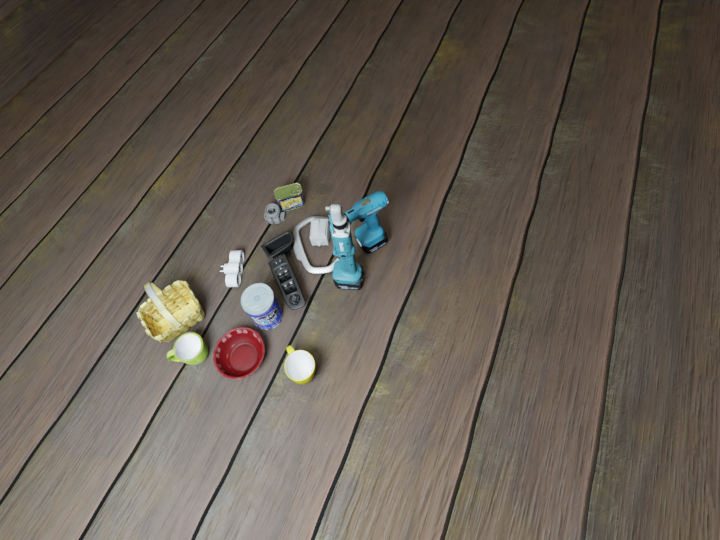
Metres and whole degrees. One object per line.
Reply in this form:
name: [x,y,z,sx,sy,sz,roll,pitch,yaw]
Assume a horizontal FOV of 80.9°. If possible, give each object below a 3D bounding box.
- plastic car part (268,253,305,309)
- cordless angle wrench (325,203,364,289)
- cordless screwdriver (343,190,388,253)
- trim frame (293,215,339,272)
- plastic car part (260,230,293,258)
plastic car part: [-0.240,0.047,1.404,0.066,0.064,0.212,-25,60,-7]
cordless angle wrench: [-0.049,-0.064,1.239,0.099,0.408,0.076,4,62,6]
cordless screwdriver: [0.012,-0.143,1.372,0.158,0.240,0.078,-29,63,-10]
trim frame: [-0.146,-0.096,1.494,0.183,0.026,0.259,-21,59,-3]
plastic car part: [-0.279,-0.079,1.481,0.115,0.068,0.069,-31,62,-10]
